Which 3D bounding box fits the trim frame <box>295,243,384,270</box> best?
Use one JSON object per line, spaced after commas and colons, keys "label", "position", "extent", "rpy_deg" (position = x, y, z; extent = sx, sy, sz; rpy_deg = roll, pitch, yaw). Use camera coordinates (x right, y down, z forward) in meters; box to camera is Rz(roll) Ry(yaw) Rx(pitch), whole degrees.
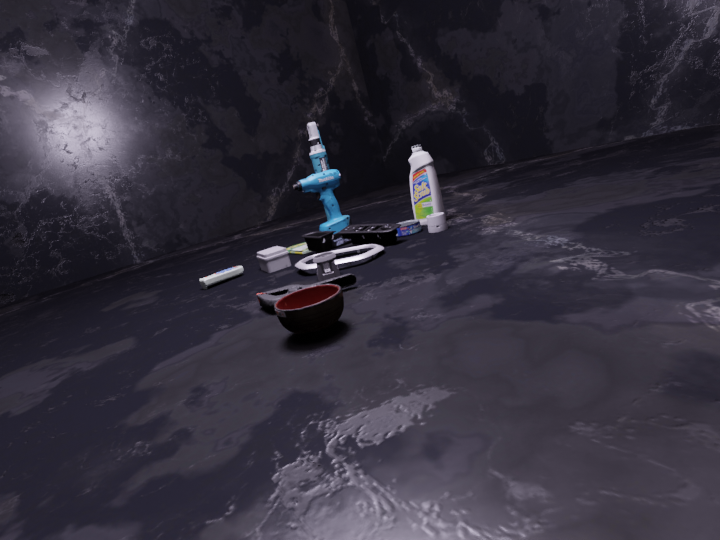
{"label": "trim frame", "position": [-0.058, -0.035, 1.145], "extent": [0.253, 0.027, 0.184], "rpy_deg": [-12, 14, 11]}

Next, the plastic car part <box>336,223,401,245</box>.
{"label": "plastic car part", "position": [0.029, -0.105, 1.245], "extent": [0.212, 0.066, 0.064], "rpy_deg": [-3, 16, 42]}

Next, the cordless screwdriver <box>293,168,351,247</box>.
{"label": "cordless screwdriver", "position": [-0.119, -0.195, 1.384], "extent": [0.156, 0.245, 0.077], "rpy_deg": [-18, 10, -19]}

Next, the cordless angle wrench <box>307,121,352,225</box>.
{"label": "cordless angle wrench", "position": [-0.125, -0.316, 1.507], "extent": [0.095, 0.417, 0.077], "rpy_deg": [-20, 11, -29]}

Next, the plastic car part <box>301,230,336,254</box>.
{"label": "plastic car part", "position": [-0.130, -0.085, 1.328], "extent": [0.064, 0.070, 0.122], "rpy_deg": [-23, 15, -37]}
